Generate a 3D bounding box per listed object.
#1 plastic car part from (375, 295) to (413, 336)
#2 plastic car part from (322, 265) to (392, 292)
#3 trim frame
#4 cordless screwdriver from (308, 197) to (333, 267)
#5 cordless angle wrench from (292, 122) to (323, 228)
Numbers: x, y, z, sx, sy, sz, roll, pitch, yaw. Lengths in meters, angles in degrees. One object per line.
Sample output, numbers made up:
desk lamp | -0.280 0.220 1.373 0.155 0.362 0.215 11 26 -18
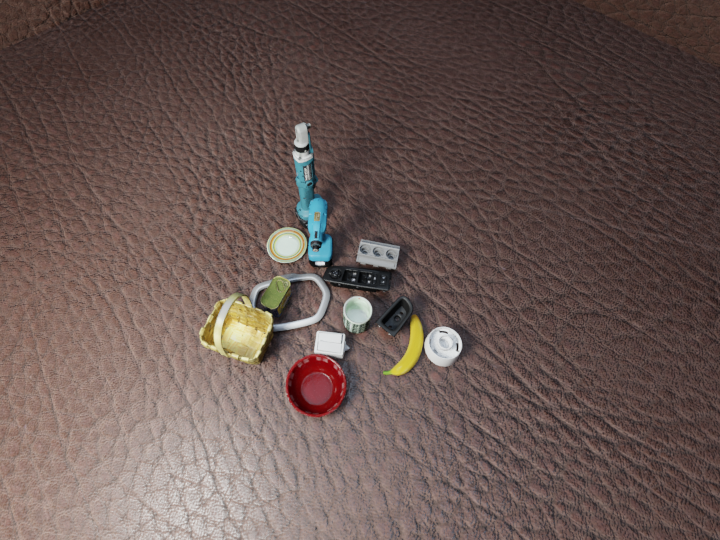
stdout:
plastic car part | 0.103 0.136 1.208 0.068 0.069 0.115 37 69 18
plastic car part | -0.011 0.028 1.277 0.206 0.065 0.067 9 62 8
trim frame | -0.214 0.090 1.276 0.247 0.027 0.191 -13 61 -4
cordless screwdriver | -0.121 -0.079 1.242 0.074 0.242 0.163 1 62 -1
cordless angle wrench | -0.160 -0.274 1.256 0.097 0.411 0.077 -24 66 -14
